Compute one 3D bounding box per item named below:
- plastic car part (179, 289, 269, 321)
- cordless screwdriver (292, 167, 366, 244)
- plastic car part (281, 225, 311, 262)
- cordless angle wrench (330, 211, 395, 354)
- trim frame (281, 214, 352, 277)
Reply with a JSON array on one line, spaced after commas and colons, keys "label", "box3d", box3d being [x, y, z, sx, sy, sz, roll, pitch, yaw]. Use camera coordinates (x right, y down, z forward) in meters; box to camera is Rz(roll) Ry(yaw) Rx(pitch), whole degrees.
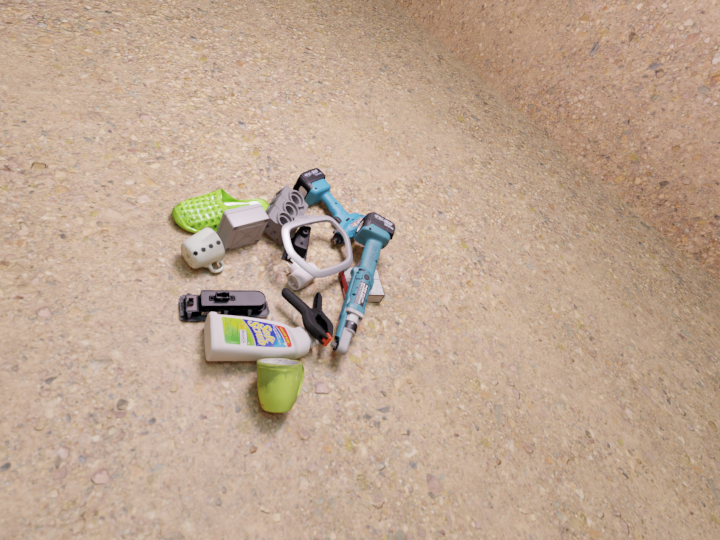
[{"label": "plastic car part", "box3d": [-0.301, 0.071, 0.961, 0.195, 0.067, 0.069, 4, 44, -28]}, {"label": "cordless screwdriver", "box3d": [-0.104, -0.190, 1.278, 0.253, 0.074, 0.156, 45, 46, 9]}, {"label": "plastic car part", "box3d": [-0.163, -0.080, 1.153, 0.064, 0.071, 0.119, 21, 49, -14]}, {"label": "cordless angle wrench", "box3d": [0.002, 0.027, 1.090, 0.096, 0.075, 0.429, 27, 51, -13]}, {"label": "trim frame", "box3d": [-0.109, -0.072, 1.120, 0.240, 0.028, 0.187, -21, 77, -48]}]
